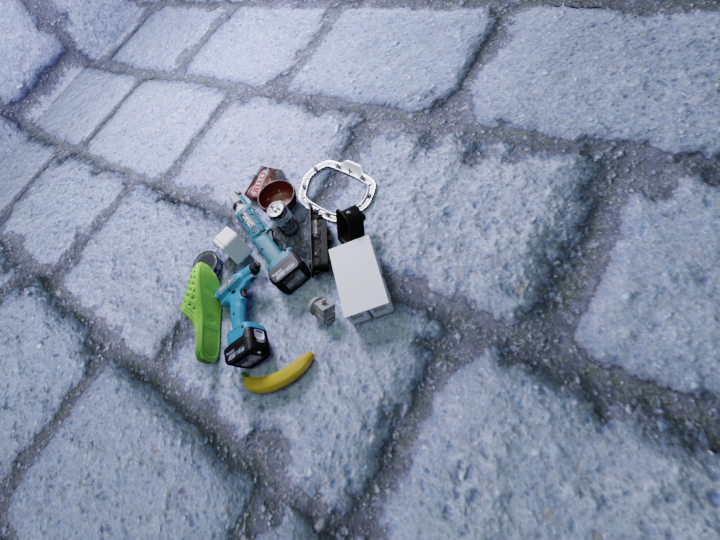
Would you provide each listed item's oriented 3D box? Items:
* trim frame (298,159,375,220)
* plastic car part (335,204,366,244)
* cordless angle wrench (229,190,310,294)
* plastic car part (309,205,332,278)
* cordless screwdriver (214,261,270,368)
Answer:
[{"bbox_3d":[-0.073,-0.234,1.199,0.263,0.026,0.184,33,78,36],"label":"trim frame"},{"bbox_3d":[-0.018,-0.116,1.067,0.069,0.112,0.070,-30,52,-25],"label":"plastic car part"},{"bbox_3d":[-0.285,-0.106,1.198,0.098,0.070,0.447,-40,52,-3],"label":"cordless angle wrench"},{"bbox_3d":[-0.108,-0.071,1.108,0.067,0.065,0.208,3,59,-5],"label":"plastic car part"},{"bbox_3d":[-0.284,0.105,1.055,0.161,0.070,0.261,-40,50,20],"label":"cordless screwdriver"}]
